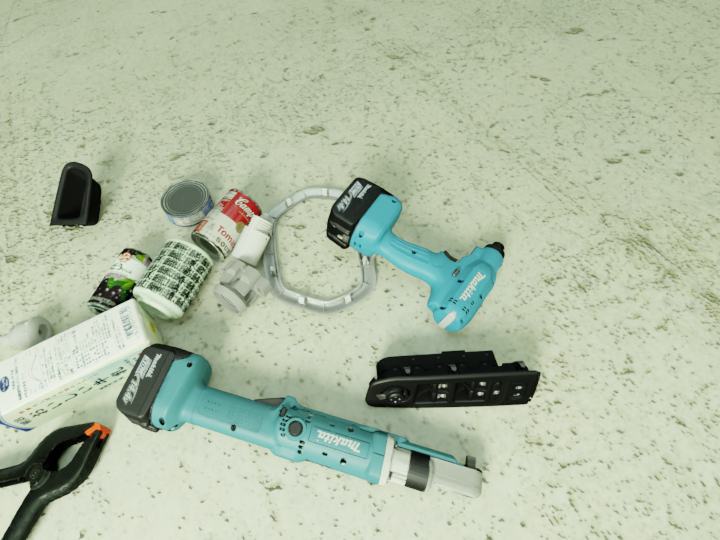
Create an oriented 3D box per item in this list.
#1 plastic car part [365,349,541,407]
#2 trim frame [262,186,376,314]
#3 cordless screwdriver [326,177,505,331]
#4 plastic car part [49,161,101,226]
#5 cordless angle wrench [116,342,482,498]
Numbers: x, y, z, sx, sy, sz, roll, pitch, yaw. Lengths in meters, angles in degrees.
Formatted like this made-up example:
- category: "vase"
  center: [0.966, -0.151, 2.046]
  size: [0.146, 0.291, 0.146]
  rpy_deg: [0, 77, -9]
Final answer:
- category: "plastic car part"
  center: [0.104, 0.131, 0.523]
  size: [0.203, 0.064, 0.069]
  rpy_deg: [-7, 47, 1]
- category: "trim frame"
  center: [-0.066, -0.043, 0.675]
  size: [0.184, 0.026, 0.258]
  rpy_deg: [-10, 55, -2]
- category: "cordless screwdriver"
  center: [0.081, -0.044, 0.621]
  size: [0.256, 0.073, 0.158]
  rpy_deg: [37, 63, 14]
- category: "plastic car part"
  center: [-0.487, -0.124, 0.744]
  size: [0.066, 0.069, 0.119]
  rpy_deg: [-1, 73, 1]
- category: "cordless angle wrench"
  center: [-0.075, 0.189, 0.500]
  size: [0.432, 0.072, 0.099]
  rpy_deg: [13, 59, 11]
